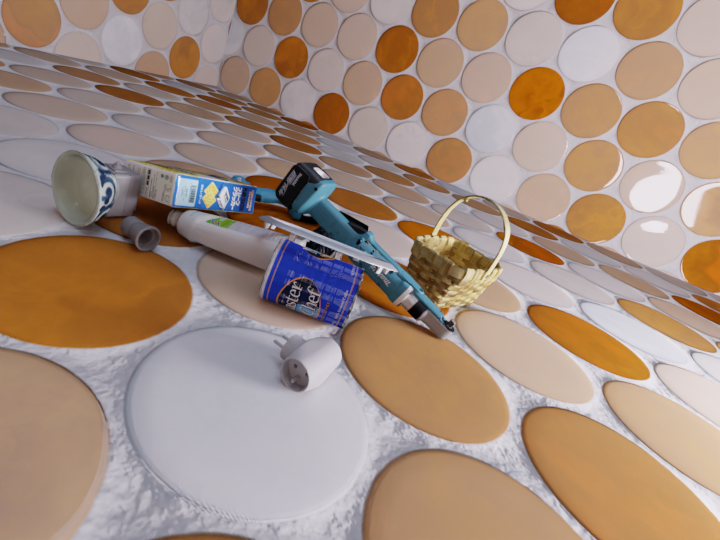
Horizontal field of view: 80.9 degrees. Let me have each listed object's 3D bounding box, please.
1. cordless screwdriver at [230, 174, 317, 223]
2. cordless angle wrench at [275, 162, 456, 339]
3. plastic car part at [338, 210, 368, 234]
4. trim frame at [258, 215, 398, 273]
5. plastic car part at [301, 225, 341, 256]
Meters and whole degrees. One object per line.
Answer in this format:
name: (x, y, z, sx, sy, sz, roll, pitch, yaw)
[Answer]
cordless screwdriver: (-0.208, -0.173, 1.053, 0.242, 0.073, 0.166, 9, 25, -17)
cordless angle wrench: (0.010, -0.035, 0.800, 0.434, 0.098, 0.072, 47, 25, 14)
plastic car part: (-0.045, -0.099, 1.042, 0.068, 0.064, 0.123, -20, 40, -39)
trim frame: (-0.057, -0.042, 0.699, 0.253, 0.027, 0.181, 20, 5, 8)
plastic car part: (-0.089, -0.058, 0.911, 0.069, 0.065, 0.200, 0, 18, 19)
